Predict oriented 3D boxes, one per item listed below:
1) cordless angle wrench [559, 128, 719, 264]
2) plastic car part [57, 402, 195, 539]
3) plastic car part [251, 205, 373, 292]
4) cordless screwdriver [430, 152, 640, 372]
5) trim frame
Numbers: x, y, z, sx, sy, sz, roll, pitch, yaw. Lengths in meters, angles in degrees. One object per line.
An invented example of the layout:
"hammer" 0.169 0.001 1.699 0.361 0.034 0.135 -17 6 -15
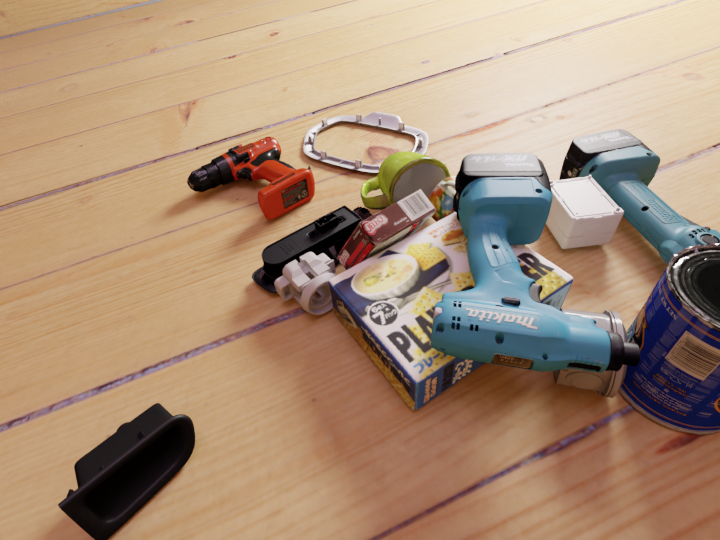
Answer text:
"cordless angle wrench" 0.384 -0.018 0.481 0.098 0.071 0.441 -13 47 -3
"plastic car part" -0.222 0.179 0.408 0.075 0.063 0.115 16 46 41
"plastic car part" -0.057 -0.037 0.585 0.200 0.064 0.070 -33 57 -18
"cordless screwdriver" 0.164 -0.017 0.424 0.164 0.071 0.252 5 50 15
"trim frame" 0.004 -0.249 0.801 0.261 0.026 0.182 20 52 29
